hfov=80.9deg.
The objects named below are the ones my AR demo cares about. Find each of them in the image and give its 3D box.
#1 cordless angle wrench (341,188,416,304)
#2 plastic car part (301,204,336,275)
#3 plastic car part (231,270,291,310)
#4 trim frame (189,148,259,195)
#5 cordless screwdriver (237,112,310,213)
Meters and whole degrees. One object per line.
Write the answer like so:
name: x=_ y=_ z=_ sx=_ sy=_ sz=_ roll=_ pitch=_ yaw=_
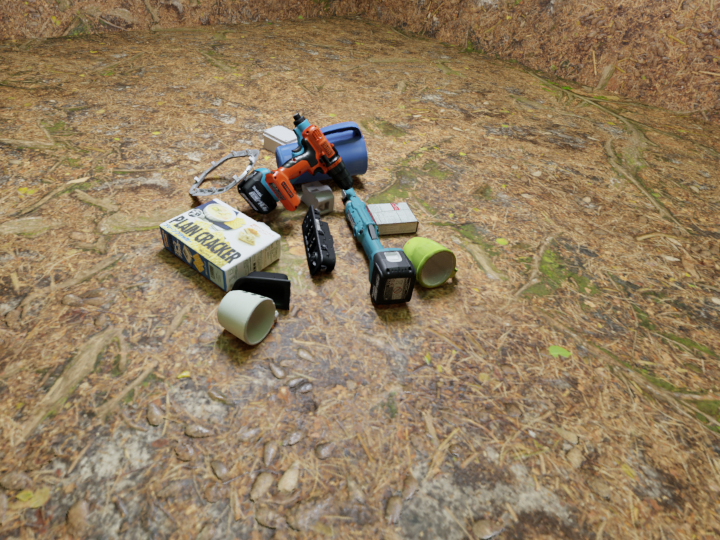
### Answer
cordless angle wrench: x=0.014 y=-0.091 z=0.980 sx=0.073 sy=0.095 sz=0.442 roll=-4 pitch=37 yaw=-15
plastic car part: x=-0.093 y=-0.061 z=0.951 sx=0.064 sy=0.066 sz=0.211 roll=22 pitch=32 yaw=-25
plastic car part: x=-0.189 y=0.028 z=0.836 sx=0.118 sy=0.064 sz=0.071 roll=8 pitch=24 yaw=7
trim frame: x=-0.353 y=-0.249 z=1.077 sx=0.262 sy=0.026 sz=0.184 roll=13 pitch=60 yaw=44
cordless screwdriver: x=-0.195 y=-0.263 z=1.047 sx=0.247 sy=0.153 sz=0.078 roll=-41 pitch=27 yaw=-15
